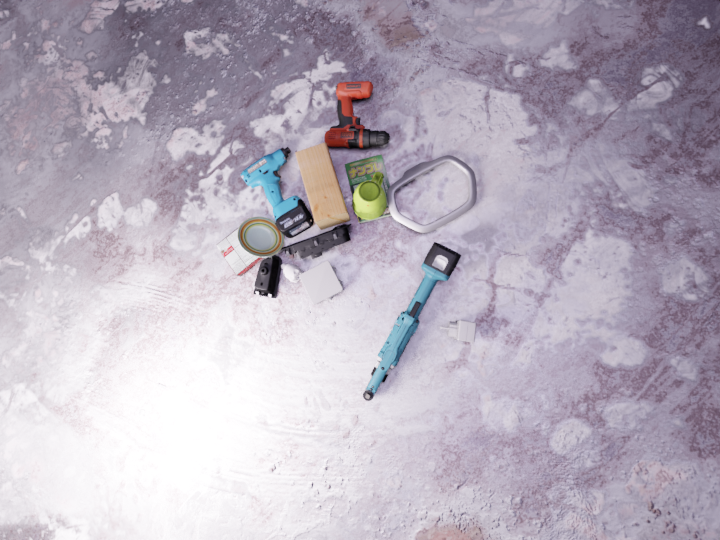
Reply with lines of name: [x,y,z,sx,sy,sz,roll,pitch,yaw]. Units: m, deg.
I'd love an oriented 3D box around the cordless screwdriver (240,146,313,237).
cordless screwdriver: [-0.213,-0.224,1.181,0.159,0.072,0.257,-35,72,1]

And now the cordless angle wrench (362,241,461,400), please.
cordless angle wrench: [0.115,0.133,1.052,0.076,0.096,0.423,28,89,10]

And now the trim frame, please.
trim frame: [0.191,-0.207,1.127,0.248,0.027,0.188,-31,77,0]

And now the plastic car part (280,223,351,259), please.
plastic car part: [-0.111,-0.073,1.138,0.204,0.066,0.067,-24,88,4]

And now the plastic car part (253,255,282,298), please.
plastic car part: [-0.255,0.012,1.141,0.067,0.069,0.117,10,84,7]
